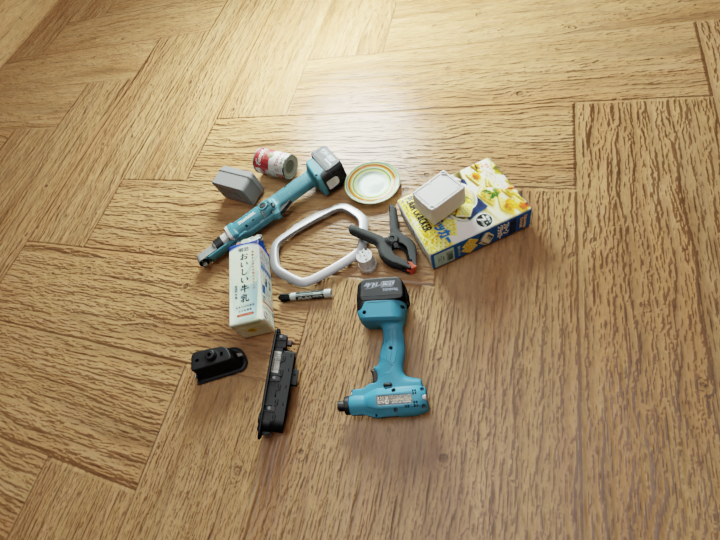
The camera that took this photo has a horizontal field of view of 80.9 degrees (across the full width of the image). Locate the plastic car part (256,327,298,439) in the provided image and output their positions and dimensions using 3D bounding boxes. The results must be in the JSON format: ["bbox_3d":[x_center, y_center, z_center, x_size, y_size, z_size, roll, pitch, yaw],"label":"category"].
[{"bbox_3d":[-0.157,0.221,0.813,0.067,0.065,0.206,13,61,-5],"label":"plastic car part"}]

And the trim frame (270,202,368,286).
[{"bbox_3d":[-0.095,-0.062,0.973,0.249,0.026,0.193,-32,57,1],"label":"trim frame"}]

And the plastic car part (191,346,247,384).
[{"bbox_3d":[-0.302,0.185,0.873,0.118,0.067,0.068,-18,59,11],"label":"plastic car part"}]

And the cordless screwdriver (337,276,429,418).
[{"bbox_3d":[0.029,0.142,0.786,0.162,0.071,0.256,-11,62,12],"label":"cordless screwdriver"}]

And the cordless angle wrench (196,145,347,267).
[{"bbox_3d":[-0.228,-0.145,1.044,0.422,0.071,0.103,-36,57,-1],"label":"cordless angle wrench"}]
